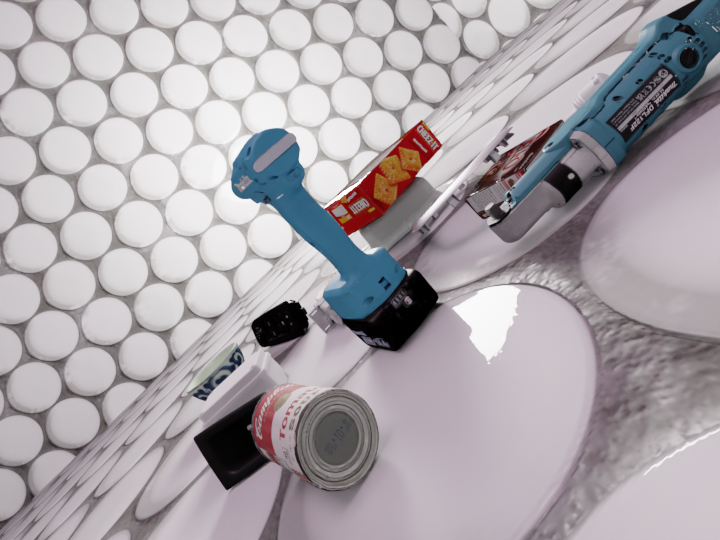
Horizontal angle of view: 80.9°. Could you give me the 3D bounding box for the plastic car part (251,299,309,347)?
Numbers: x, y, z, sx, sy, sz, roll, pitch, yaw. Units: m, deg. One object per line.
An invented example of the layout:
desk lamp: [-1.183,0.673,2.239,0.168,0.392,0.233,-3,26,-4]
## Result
plastic car part: [-0.154,0.099,0.814,0.066,0.066,0.208,-38,6,-41]

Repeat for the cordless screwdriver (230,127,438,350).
cordless screwdriver: [-0.044,-0.029,0.453,0.074,0.243,0.164,-46,13,-20]

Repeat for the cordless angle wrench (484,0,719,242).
cordless angle wrench: [0.272,-0.185,0.381,0.423,0.097,0.075,-47,8,2]

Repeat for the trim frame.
trim frame: [0.137,-0.118,0.588,0.184,0.028,0.245,-49,-3,3]

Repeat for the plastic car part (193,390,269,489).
plastic car part: [-0.111,0.170,0.466,0.117,0.067,0.070,-38,-4,12]
